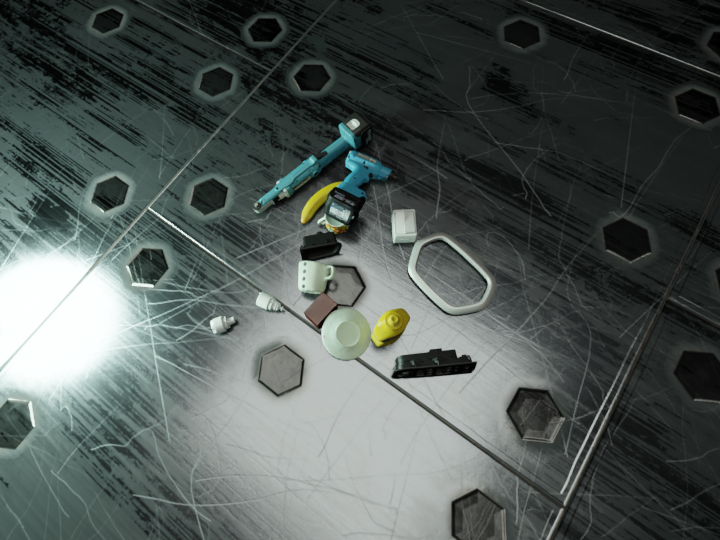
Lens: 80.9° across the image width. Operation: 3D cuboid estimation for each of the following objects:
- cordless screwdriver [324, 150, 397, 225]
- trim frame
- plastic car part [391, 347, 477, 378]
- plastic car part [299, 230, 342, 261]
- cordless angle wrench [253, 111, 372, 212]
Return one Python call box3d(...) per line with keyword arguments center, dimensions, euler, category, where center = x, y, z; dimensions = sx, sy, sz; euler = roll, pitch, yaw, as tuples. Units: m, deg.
box3d(center=(0.004, -0.233, 1.193), dimensions=(0.160, 0.073, 0.250), euler=(23, 52, 2), category="cordless screwdriver")
box3d(center=(0.244, 0.006, 1.137), dimensions=(0.183, 0.027, 0.258), euler=(-41, 70, -9), category="trim frame")
box3d(center=(0.175, 0.228, 1.041), dimensions=(0.203, 0.064, 0.069), euler=(-10, 61, 1), category="plastic car part")
box3d(center=(-0.116, -0.076, 1.187), dimensions=(0.116, 0.063, 0.074), euler=(-15, 56, -5), category="plastic car part")
box3d(center=(-0.148, -0.308, 1.263), dimensions=(0.421, 0.095, 0.077), euler=(-39, 74, -5), category="cordless angle wrench")
